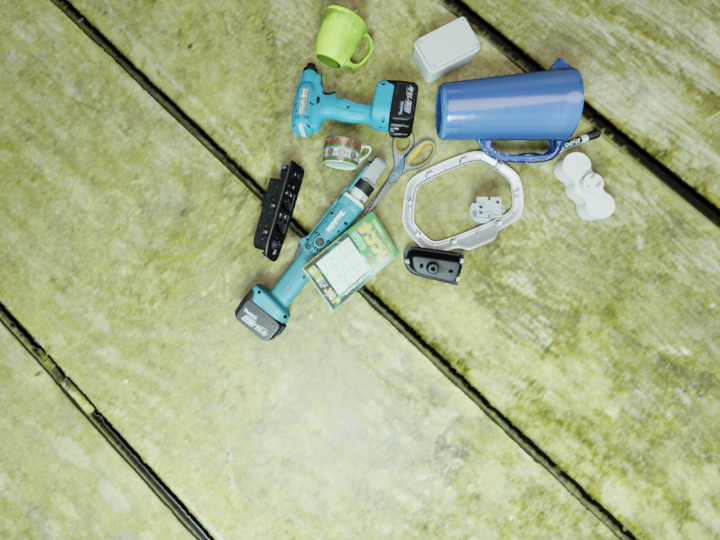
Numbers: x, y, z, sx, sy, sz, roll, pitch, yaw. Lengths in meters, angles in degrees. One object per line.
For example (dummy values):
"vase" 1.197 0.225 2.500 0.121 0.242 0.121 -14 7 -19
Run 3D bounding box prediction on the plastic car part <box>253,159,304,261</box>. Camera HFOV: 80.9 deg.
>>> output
"plastic car part" -0.172 -0.120 0.856 0.069 0.064 0.203 10 86 12

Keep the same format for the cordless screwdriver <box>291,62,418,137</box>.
"cordless screwdriver" -0.012 -0.349 0.858 0.253 0.072 0.161 4 76 9

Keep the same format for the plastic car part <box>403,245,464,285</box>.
"plastic car part" 0.142 -0.008 0.812 0.117 0.071 0.065 11 99 1

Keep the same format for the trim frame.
"trim frame" 0.204 -0.136 0.846 0.248 0.027 0.186 -22 85 0

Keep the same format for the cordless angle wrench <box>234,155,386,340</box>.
"cordless angle wrench" -0.082 -0.054 0.839 0.099 0.074 0.422 37 87 4
